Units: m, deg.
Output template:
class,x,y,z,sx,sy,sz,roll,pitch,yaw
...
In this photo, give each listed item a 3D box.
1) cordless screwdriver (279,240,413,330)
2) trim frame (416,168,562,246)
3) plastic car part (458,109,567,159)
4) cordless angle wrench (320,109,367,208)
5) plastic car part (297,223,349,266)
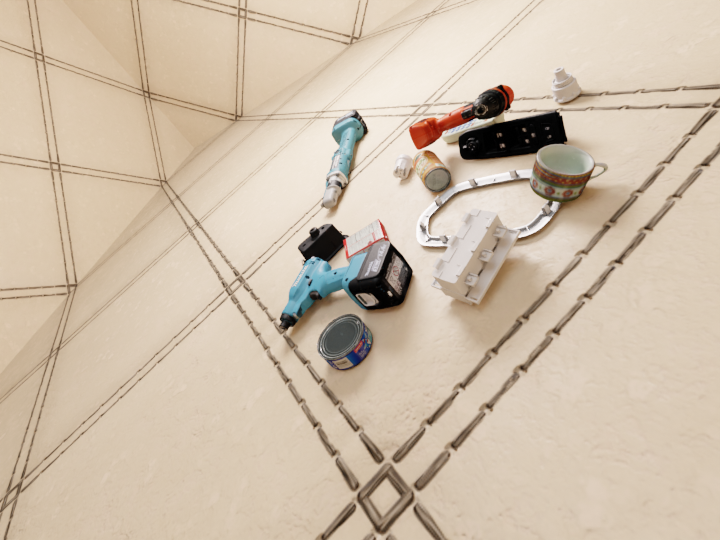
class,x,y,z,sx,sy,sz,roll,pitch,yaw
cordless screwdriver,-0.040,0.036,0.746,0.259,0.071,0.160,-9,43,45
trim frame,0.204,-0.104,0.710,0.260,0.026,0.184,-1,49,42
plastic car part,0.277,-0.253,0.787,0.213,0.064,0.066,2,40,47
cordless angle wrench,-0.053,-0.315,1.196,0.101,0.071,0.432,-21,39,28
plastic car part,-0.089,-0.058,0.912,0.116,0.067,0.069,-46,32,-6
